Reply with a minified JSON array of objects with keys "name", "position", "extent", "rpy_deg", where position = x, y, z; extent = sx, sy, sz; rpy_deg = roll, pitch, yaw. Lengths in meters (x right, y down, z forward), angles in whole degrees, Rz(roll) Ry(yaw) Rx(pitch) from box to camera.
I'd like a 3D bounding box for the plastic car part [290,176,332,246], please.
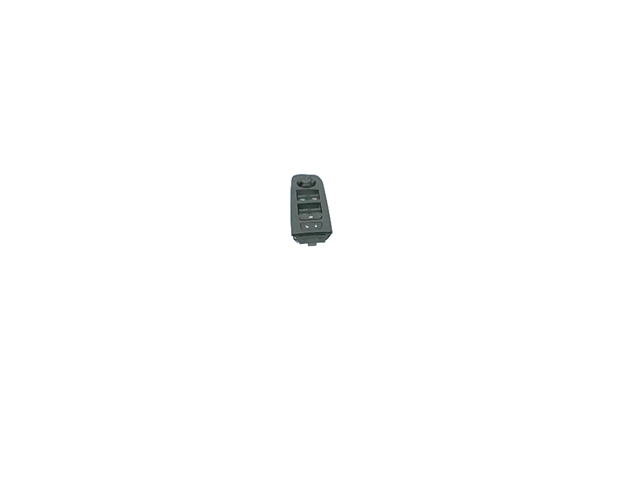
[{"name":"plastic car part","position":[-0.018,-0.052,0.768],"extent":[0.066,0.067,0.202],"rpy_deg":[-10,42,2]}]
